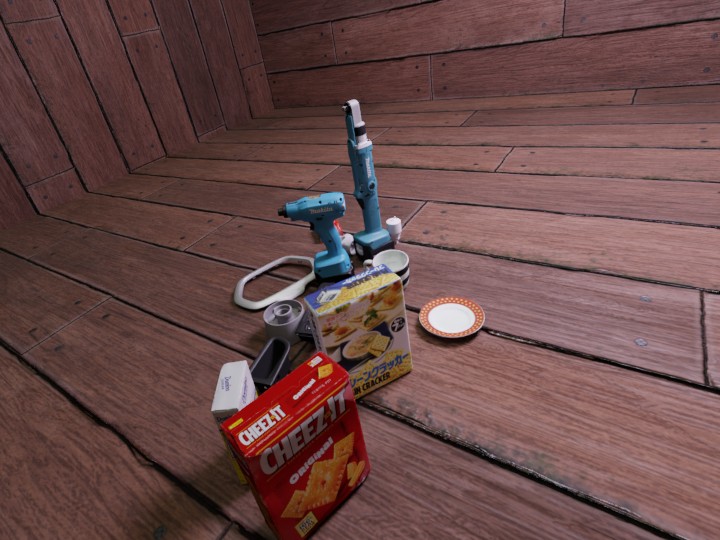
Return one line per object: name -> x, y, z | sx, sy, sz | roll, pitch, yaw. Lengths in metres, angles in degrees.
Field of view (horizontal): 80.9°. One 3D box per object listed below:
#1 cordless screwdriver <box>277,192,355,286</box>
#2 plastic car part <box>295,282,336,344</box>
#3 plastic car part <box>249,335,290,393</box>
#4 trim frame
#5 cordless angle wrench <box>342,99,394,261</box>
cordless screwdriver -> -0.101, -0.066, 1.035 | 0.161, 0.240, 0.076 | -7, 30, 6
plastic car part -> -0.081, 0.098, 0.938 | 0.068, 0.065, 0.205 | -3, 33, 13
plastic car part -> -0.167, 0.192, 0.818 | 0.068, 0.068, 0.116 | 2, 34, 21
trim frame -> -0.223, 0.028, 1.132 | 0.243, 0.026, 0.195 | -29, 36, -25
cordless angle wrench -> 0.011, -0.217, 1.072 | 0.096, 0.408, 0.079 | -25, 33, -25
